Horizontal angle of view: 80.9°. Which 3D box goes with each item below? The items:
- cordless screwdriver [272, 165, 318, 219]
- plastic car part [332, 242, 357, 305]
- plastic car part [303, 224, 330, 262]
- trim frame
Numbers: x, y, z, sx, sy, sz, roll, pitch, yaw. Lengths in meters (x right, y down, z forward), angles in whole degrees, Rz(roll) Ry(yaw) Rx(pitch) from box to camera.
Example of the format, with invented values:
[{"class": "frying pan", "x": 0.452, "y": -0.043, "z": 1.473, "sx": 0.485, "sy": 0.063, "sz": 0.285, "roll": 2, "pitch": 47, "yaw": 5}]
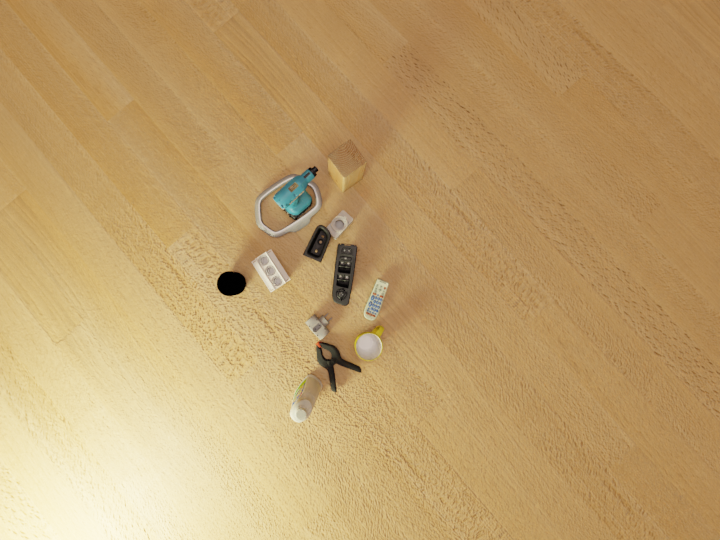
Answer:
[{"class": "cordless screwdriver", "x": -0.194, "y": -0.247, "z": 1.349, "sx": 0.159, "sy": 0.248, "sz": 0.075, "roll": -43, "pitch": 91, "yaw": -4}, {"class": "plastic car part", "x": -0.056, "y": 0.014, "z": 1.411, "sx": 0.066, "sy": 0.067, "sz": 0.204, "roll": 7, "pitch": 85, "yaw": -1}, {"class": "plastic car part", "x": -0.139, "y": -0.091, "z": 1.421, "sx": 0.066, "sy": 0.071, "sz": 0.116, "roll": 23, "pitch": 86, "yaw": 0}, {"class": "trim frame", "x": -0.251, "y": -0.223, "z": 1.458, "sx": 0.248, "sy": 0.027, "sz": 0.186, "roll": -35, "pitch": 85, "yaw": -2}]
